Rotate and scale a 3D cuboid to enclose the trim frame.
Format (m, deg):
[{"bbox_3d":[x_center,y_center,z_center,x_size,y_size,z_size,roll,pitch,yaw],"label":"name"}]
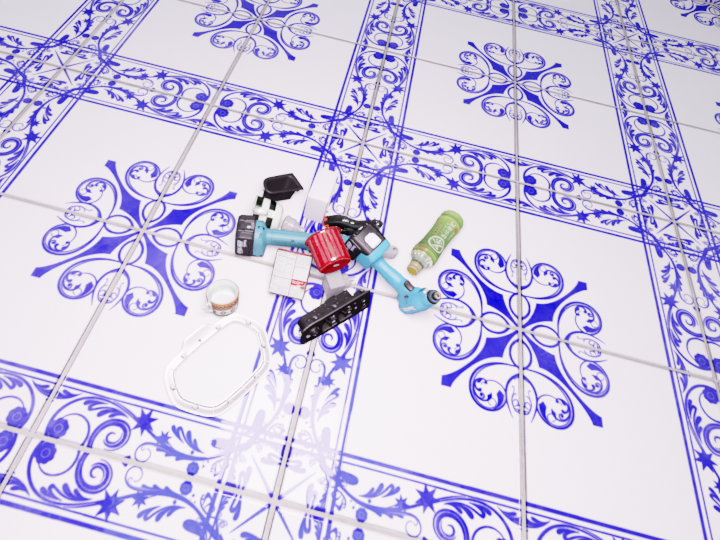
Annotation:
[{"bbox_3d":[-0.313,0.203,0.939,0.190,0.027,0.245,41,65,17],"label":"trim frame"}]

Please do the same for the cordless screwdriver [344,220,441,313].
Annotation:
[{"bbox_3d":[0.075,-0.003,0.995,0.073,0.161,0.249,-41,90,-23],"label":"cordless screwdriver"}]

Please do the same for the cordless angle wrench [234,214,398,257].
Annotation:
[{"bbox_3d":[-0.106,-0.070,1.089,0.417,0.096,0.076,6,58,-8],"label":"cordless angle wrench"}]

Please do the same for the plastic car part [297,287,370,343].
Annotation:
[{"bbox_3d":[-0.070,0.099,1.009,0.199,0.064,0.070,-33,62,-23],"label":"plastic car part"}]

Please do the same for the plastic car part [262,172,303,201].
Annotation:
[{"bbox_3d":[-0.227,-0.219,1.167,0.113,0.071,0.068,-21,65,-37],"label":"plastic car part"}]
